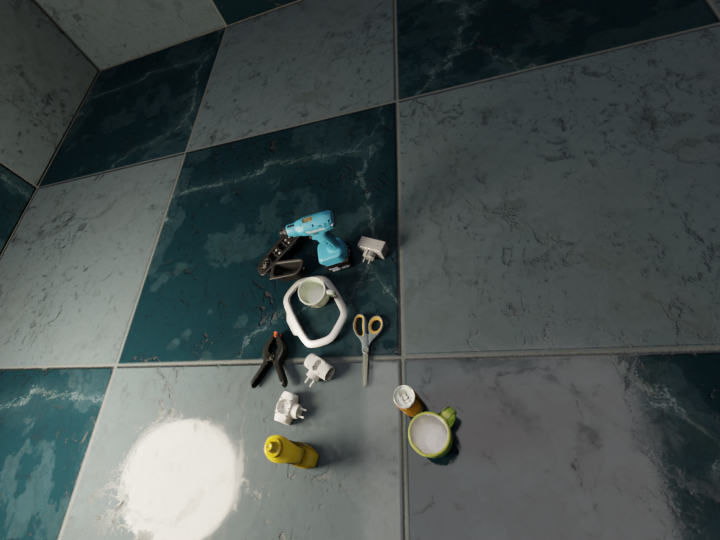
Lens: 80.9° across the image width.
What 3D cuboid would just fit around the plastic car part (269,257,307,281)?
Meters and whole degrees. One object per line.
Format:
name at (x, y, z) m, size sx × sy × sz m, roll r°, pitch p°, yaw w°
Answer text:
plastic car part at (-0.223, 0.006, 1.358) m, size 0.120 × 0.067 × 0.067 m, roll -7°, pitch 59°, yaw 18°

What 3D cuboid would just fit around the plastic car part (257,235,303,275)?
plastic car part at (-0.264, -0.060, 1.417) m, size 0.202 × 0.063 × 0.070 m, roll -47°, pitch 56°, yaw -8°

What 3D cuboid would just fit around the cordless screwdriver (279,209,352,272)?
cordless screwdriver at (-0.123, -0.081, 1.263) m, size 0.162 × 0.236 × 0.077 m, roll -13°, pitch 58°, yaw 13°

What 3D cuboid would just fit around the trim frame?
trim frame at (-0.142, 0.119, 1.282) m, size 0.184 × 0.026 × 0.262 m, roll -36°, pitch 54°, yaw 0°
